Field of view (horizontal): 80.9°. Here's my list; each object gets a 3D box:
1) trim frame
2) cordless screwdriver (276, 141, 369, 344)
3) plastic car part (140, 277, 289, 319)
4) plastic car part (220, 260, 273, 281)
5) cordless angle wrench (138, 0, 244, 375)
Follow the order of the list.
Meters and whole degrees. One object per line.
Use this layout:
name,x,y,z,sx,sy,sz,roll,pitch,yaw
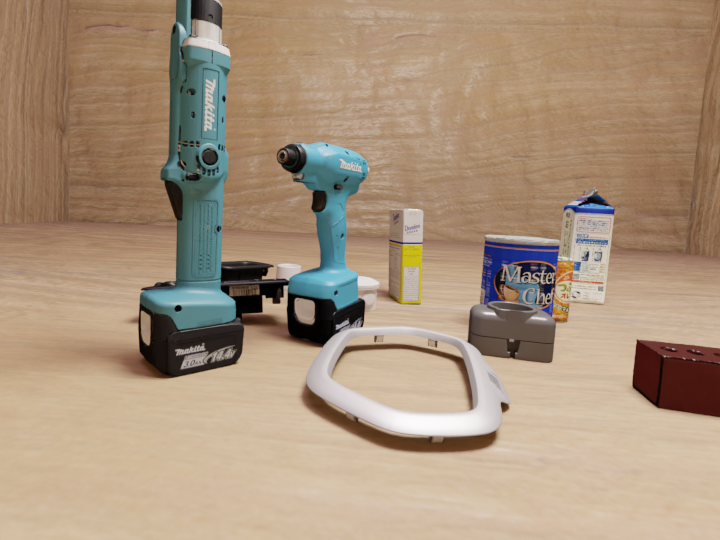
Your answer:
trim frame,0.047,0.098,0.420,0.188,0.027,0.245,4,8,9
cordless screwdriver,-0.052,-0.034,0.532,0.078,0.247,0.153,6,7,30
plastic car part,-0.203,0.039,0.604,0.200,0.066,0.068,2,7,-9
plastic car part,-0.211,0.020,0.724,0.069,0.070,0.112,6,8,27
cordless angle wrench,-0.168,-0.113,0.433,0.093,0.420,0.078,-1,7,-42
